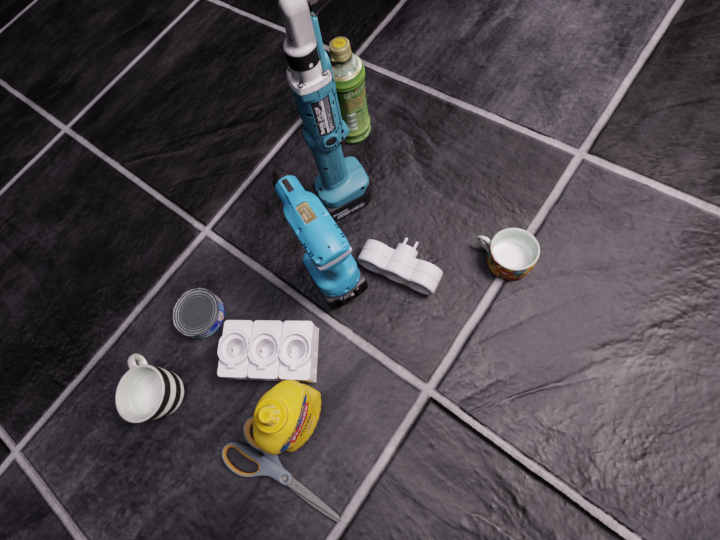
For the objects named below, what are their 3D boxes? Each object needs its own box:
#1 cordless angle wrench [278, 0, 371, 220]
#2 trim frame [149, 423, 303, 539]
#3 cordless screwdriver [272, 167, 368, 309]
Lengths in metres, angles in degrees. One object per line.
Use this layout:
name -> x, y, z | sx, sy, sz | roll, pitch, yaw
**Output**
cordless angle wrench -> -0.052, -0.206, 0.615 | 0.098, 0.408, 0.077 | -27, 69, -4
trim frame -> -0.204, 0.333, 0.631 | 0.254, 0.026, 0.187 | 3, 68, 12
cordless screwdriver -> -0.063, -0.041, 0.641 | 0.074, 0.240, 0.165 | -32, 68, -6
